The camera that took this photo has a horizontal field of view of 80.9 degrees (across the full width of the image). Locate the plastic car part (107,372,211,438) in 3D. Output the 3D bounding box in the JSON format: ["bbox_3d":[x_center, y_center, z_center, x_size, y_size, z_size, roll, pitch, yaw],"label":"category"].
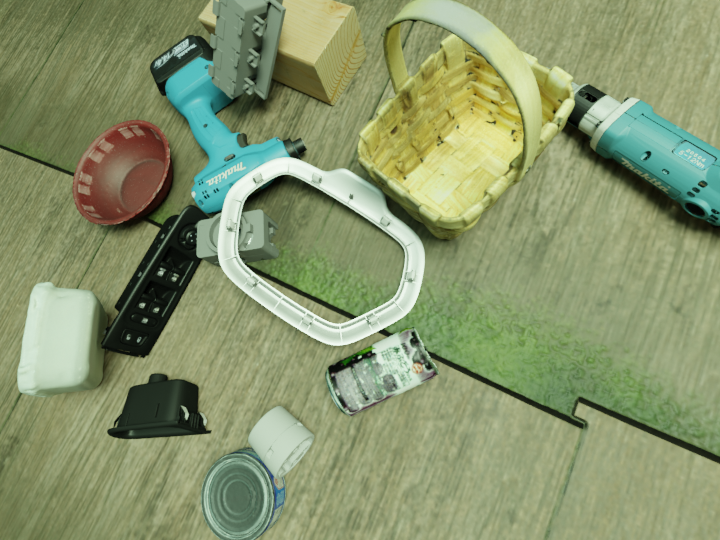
[{"bbox_3d":[-0.239,0.158,0.499,0.119,0.063,0.073,-8,58,17],"label":"plastic car part"}]

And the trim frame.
[{"bbox_3d":[-0.047,-0.031,0.477,0.253,0.027,0.184,33,75,10],"label":"trim frame"}]

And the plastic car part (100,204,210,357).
[{"bbox_3d":[-0.261,0.007,0.550,0.071,0.062,0.203,25,83,45],"label":"plastic car part"}]

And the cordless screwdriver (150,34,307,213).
[{"bbox_3d":[-0.186,-0.214,0.586,0.160,0.072,0.256,-28,72,6],"label":"cordless screwdriver"}]

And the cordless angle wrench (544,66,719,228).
[{"bbox_3d":[0.323,-0.071,0.380,0.074,0.093,0.442,-43,64,4],"label":"cordless angle wrench"}]
